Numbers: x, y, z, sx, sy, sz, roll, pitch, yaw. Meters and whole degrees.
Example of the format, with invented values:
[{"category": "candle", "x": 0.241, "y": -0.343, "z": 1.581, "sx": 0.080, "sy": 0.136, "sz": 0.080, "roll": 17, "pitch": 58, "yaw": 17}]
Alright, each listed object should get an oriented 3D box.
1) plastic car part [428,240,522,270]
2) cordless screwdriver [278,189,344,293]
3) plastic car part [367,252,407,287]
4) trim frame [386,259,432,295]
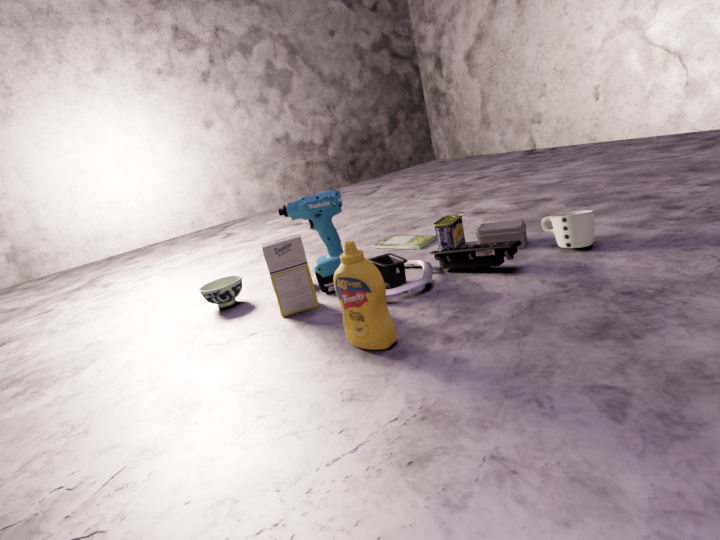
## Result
[{"category": "plastic car part", "x": 0.259, "y": -0.033, "z": 0.972, "sx": 0.213, "sy": 0.066, "sz": 0.064, "roll": 1, "pitch": 21, "yaw": 40}, {"category": "cordless screwdriver", "x": -0.104, "y": -0.068, "z": 1.061, "sx": 0.161, "sy": 0.244, "sz": 0.075, "roll": -11, "pitch": 13, "yaw": 7}, {"category": "plastic car part", "x": 0.071, "y": 0.004, "z": 0.995, "sx": 0.065, "sy": 0.069, "sz": 0.121, "roll": -17, "pitch": 17, "yaw": -15}, {"category": "trim frame", "x": 0.080, "y": 0.017, "z": 1.018, "sx": 0.188, "sy": 0.027, "sz": 0.249, "roll": -10, "pitch": 18, "yaw": 12}]
